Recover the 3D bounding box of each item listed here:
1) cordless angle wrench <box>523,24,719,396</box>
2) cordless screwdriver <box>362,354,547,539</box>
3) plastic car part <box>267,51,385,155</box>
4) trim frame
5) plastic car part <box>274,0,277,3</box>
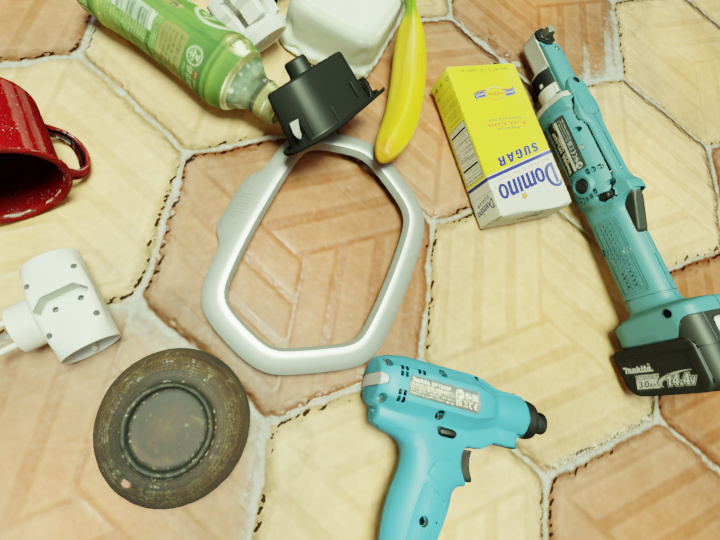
[{"bbox_3d":[0.262,-0.092,0.456,0.072,0.098,0.434,-6,69,-18],"label":"cordless angle wrench"},{"bbox_3d":[0.066,0.201,0.315,0.157,0.074,0.253,15,65,-9],"label":"cordless screwdriver"},{"bbox_3d":[-0.040,-0.163,0.388,0.115,0.069,0.069,-50,120,-42],"label":"plastic car part"},{"bbox_3d":[-0.038,-0.025,0.393,0.183,0.027,0.250,25,70,-4],"label":"trim frame"},{"bbox_3d":[-0.165,-0.333,0.450,0.199,0.067,0.067,10,81,-10],"label":"plastic car part"}]
